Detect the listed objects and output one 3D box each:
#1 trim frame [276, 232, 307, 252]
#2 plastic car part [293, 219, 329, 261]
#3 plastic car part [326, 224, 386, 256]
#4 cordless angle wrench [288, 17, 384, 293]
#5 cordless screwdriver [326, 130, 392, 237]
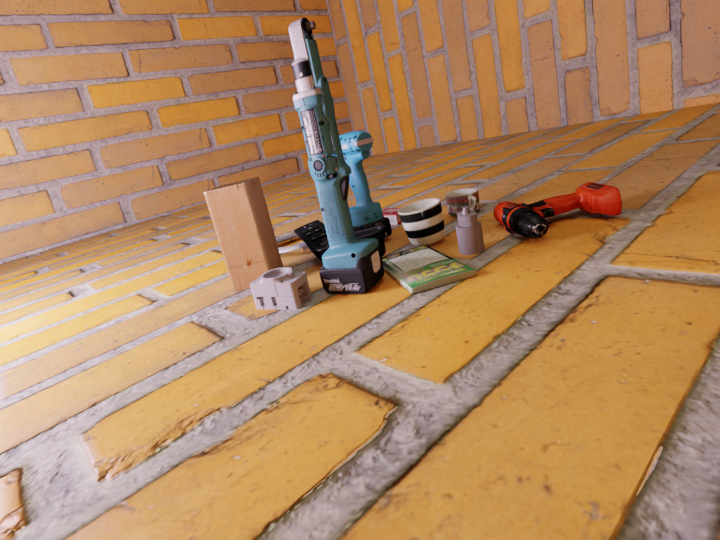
[{"bbox_3d":[-0.148,-0.078,1.082,0.242,0.027,0.194,-24,21,-30],"label":"trim frame"},{"bbox_3d":[-0.090,-0.059,0.924,0.065,0.065,0.211,-17,18,-15],"label":"plastic car part"},{"bbox_3d":[-0.001,-0.038,0.795,0.117,0.069,0.067,-12,16,3],"label":"plastic car part"},{"bbox_3d":[-0.052,-0.170,0.671,0.102,0.414,0.073,-3,17,31],"label":"cordless angle wrench"},{"bbox_3d":[-0.019,-0.184,0.960,0.072,0.244,0.167,-22,18,-32],"label":"cordless screwdriver"}]
